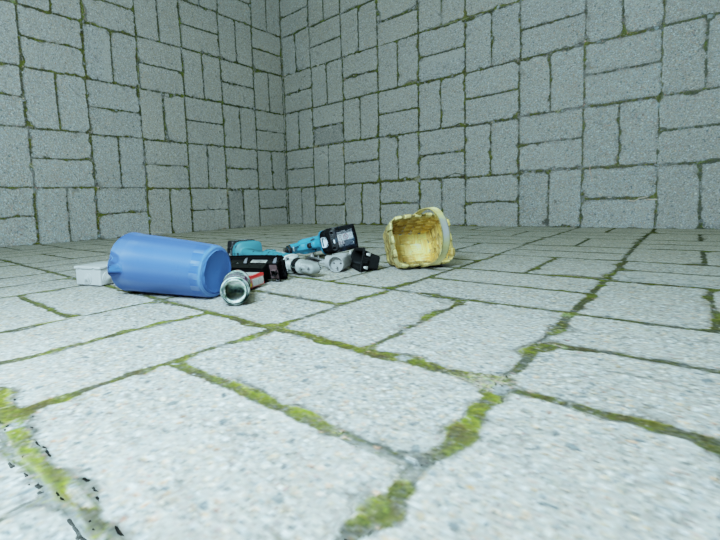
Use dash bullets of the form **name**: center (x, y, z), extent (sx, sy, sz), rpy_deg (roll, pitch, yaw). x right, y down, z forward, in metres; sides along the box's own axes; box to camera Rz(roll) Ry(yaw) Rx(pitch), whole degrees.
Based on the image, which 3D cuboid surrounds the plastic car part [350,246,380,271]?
- **plastic car part**: center (0.018, -0.028, 1.165), extent (0.069, 0.066, 0.119), rpy_deg (12, 2, -13)

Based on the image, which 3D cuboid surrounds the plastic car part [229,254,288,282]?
- **plastic car part**: center (-0.282, 0.003, 1.033), extent (0.210, 0.064, 0.067), rpy_deg (3, 35, 23)

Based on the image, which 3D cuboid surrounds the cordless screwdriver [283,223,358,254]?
- **cordless screwdriver**: center (-0.126, -0.082, 1.289), extent (0.154, 0.074, 0.258), rpy_deg (-15, 5, -29)

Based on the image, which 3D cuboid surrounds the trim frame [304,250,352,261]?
- **trim frame**: center (-0.077, -0.046, 1.368), extent (0.177, 0.027, 0.261), rpy_deg (-9, 13, -30)

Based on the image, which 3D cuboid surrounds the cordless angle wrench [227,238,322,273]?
- **cordless angle wrench**: center (-0.255, -0.034, 1.211), extent (0.094, 0.073, 0.446), rpy_deg (-9, 14, -39)
